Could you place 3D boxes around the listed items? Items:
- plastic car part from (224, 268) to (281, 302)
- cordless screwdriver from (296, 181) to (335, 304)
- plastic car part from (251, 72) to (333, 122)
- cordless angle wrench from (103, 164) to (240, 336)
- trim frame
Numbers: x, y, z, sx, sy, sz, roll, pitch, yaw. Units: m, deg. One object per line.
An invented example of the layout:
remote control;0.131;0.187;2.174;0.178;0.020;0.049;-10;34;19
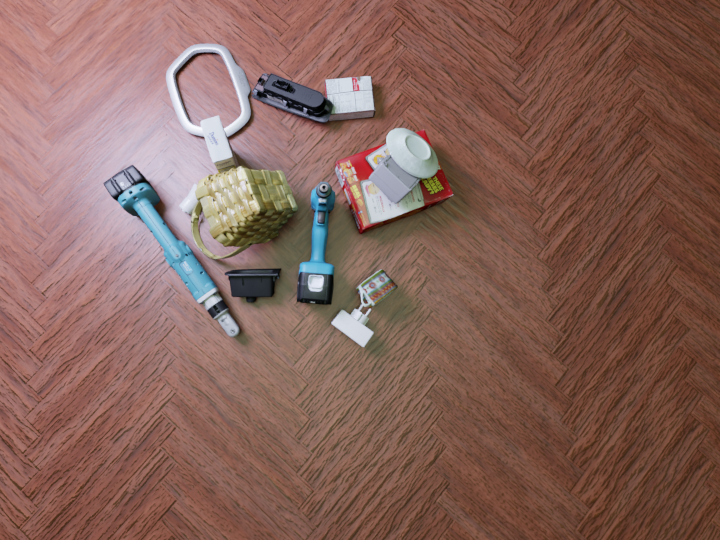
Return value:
plastic car part;-0.231;0.033;0.914;0.117;0.066;0.070;-4;97;1
cordless screwdriver;-0.086;-0.056;0.876;0.074;0.159;0.250;5;84;-5
plastic car part;-0.155;-0.403;0.965;0.207;0.065;0.066;26;76;10
cordless angle wrench;-0.388;-0.032;0.905;0.074;0.098;0.425;-36;87;-11
trim frame;-0.355;-0.424;0.998;0.183;0.027;0.252;-21;80;-3
